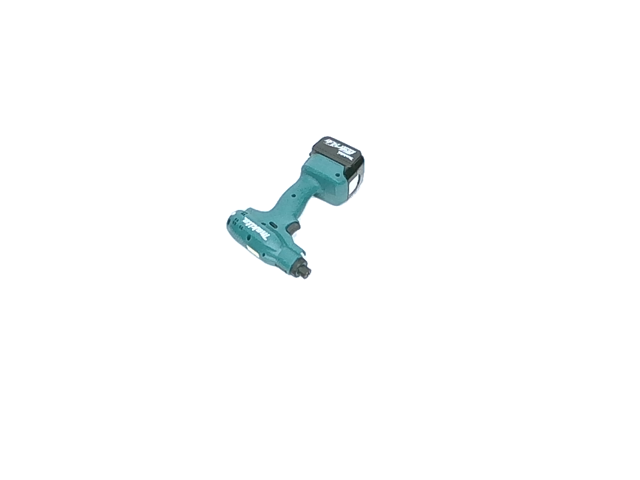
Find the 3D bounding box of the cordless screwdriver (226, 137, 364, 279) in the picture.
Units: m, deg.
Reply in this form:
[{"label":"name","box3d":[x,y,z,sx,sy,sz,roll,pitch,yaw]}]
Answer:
[{"label":"cordless screwdriver","box3d":[-0.015,-0.054,0.700,0.160,0.247,0.074,35,-25,22]}]
